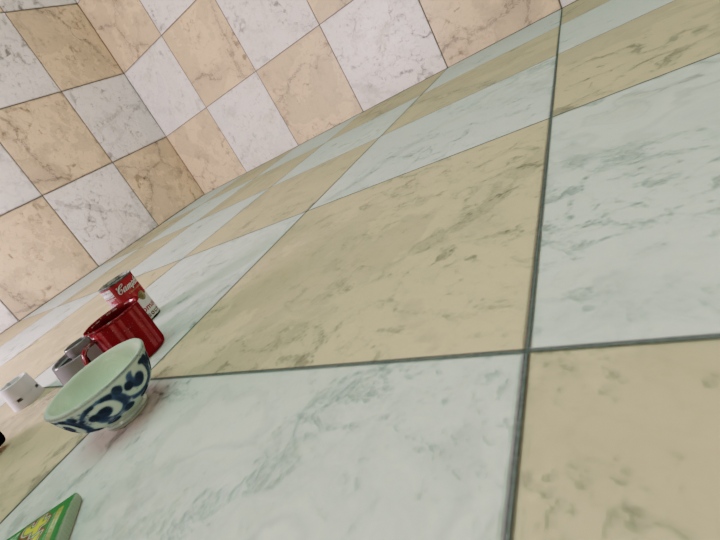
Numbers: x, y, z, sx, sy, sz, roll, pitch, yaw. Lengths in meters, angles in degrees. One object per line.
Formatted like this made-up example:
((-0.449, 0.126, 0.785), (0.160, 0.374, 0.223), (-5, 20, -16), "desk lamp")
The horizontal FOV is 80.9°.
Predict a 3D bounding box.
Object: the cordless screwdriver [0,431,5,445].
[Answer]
((-0.639, 0.198, 0.586), (0.162, 0.241, 0.075), (-23, 19, 20), "cordless screwdriver")
